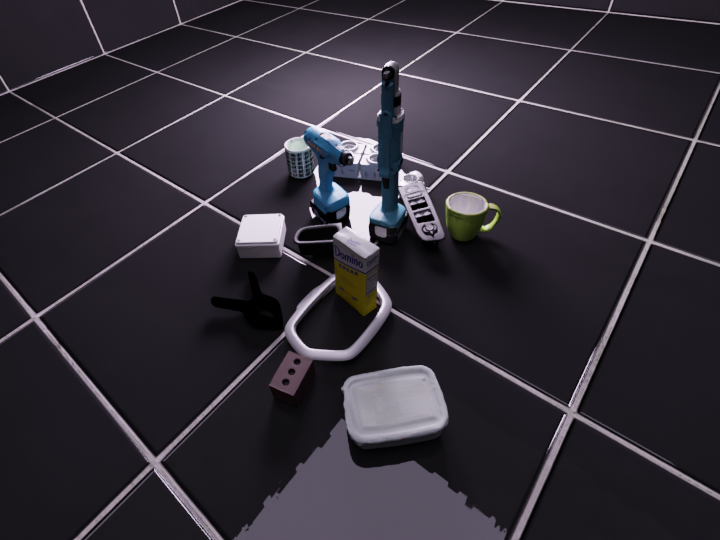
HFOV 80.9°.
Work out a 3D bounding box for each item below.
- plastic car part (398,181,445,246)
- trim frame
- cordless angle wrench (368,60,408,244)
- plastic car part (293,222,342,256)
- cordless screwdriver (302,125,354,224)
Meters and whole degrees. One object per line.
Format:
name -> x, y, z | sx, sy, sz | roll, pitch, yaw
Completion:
plastic car part -> 0.149, -0.132, 1.040 | 0.066, 0.064, 0.211 | -11, 46, -5
trim frame -> -0.046, 0.090, 0.883 | 0.193, 0.026, 0.246 | 23, 54, 26
cordless angle wrench -> 0.063, -0.237, 0.915 | 0.077, 0.408, 0.098 | 18, 50, 19
plastic car part -> -0.098, -0.064, 1.007 | 0.117, 0.068, 0.068 | -7, 46, 0
cordless screwdriver -> -0.066, -0.213, 1.025 | 0.073, 0.240, 0.168 | -29, 51, -23
